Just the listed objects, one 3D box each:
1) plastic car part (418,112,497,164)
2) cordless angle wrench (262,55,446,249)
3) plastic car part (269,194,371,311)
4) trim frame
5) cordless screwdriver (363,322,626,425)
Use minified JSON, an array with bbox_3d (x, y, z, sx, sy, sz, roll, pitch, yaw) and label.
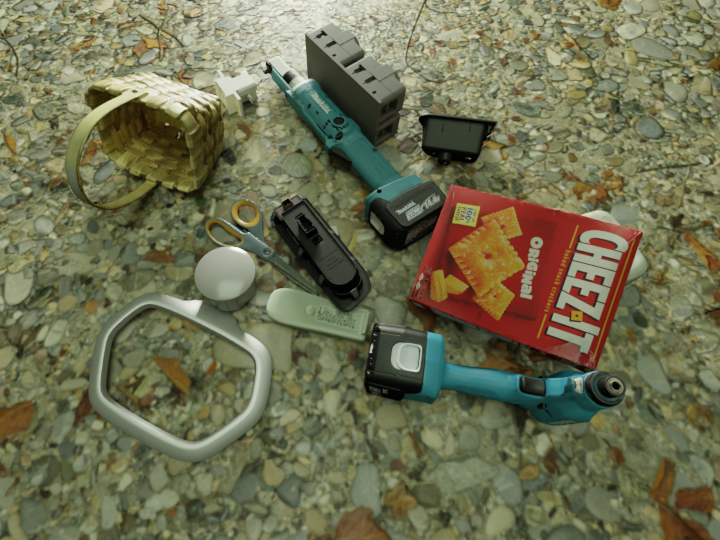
[{"bbox_3d":[0.147,-0.203,0.675,0.118,0.064,0.071,8,80,8],"label":"plastic car part"},{"bbox_3d":[-0.035,-0.219,0.679,0.097,0.072,0.440,-31,66,-14],"label":"cordless angle wrench"},{"bbox_3d":[-0.057,-0.037,0.582,0.065,0.065,0.212,-31,63,-14],"label":"plastic car part"},{"bbox_3d":[-0.234,0.127,0.546,0.255,0.027,0.185,21,68,13],"label":"trim frame"},{"bbox_3d":[0.132,0.117,0.469,0.252,0.155,0.075,11,67,7],"label":"cordless screwdriver"}]
